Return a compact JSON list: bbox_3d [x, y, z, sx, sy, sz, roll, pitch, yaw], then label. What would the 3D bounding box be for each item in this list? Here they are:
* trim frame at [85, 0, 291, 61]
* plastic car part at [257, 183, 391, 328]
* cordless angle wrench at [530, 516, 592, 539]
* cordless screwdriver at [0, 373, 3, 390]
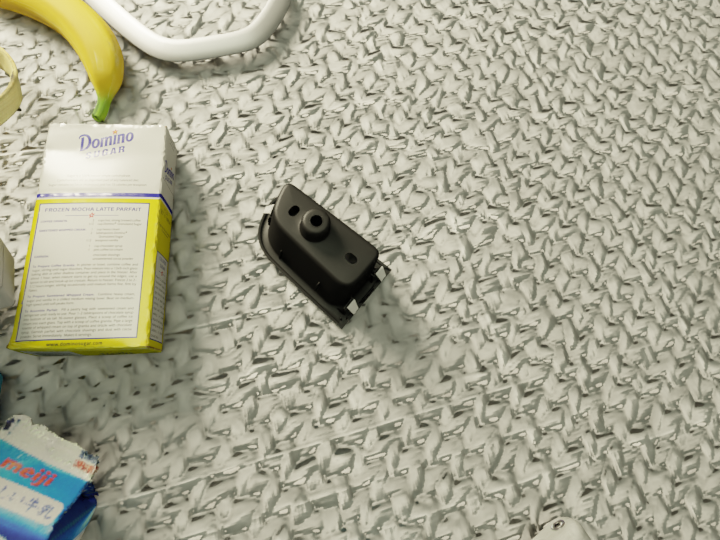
[{"bbox_3d":[-0.184,-0.302,0.425,0.253,0.027,0.183,41,74,10],"label":"trim frame"},{"bbox_3d":[-0.032,-0.021,0.327,0.117,0.071,0.065,41,71,3],"label":"plastic car part"},{"bbox_3d":[-0.018,0.282,0.235,0.417,0.074,0.100,-31,79,-16],"label":"cordless angle wrench"},{"bbox_3d":[-0.376,0.107,0.254,0.247,0.074,0.160,18,72,-4],"label":"cordless screwdriver"}]
